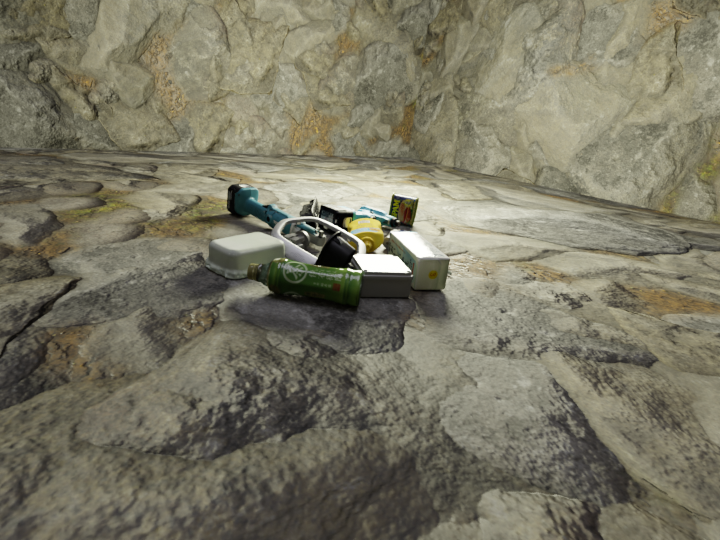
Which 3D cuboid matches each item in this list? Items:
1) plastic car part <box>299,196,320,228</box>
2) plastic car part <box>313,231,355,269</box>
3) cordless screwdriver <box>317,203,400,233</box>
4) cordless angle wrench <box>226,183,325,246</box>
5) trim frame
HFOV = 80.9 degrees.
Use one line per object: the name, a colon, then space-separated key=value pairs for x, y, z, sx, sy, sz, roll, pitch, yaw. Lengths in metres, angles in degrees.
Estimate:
plastic car part: x=-0.162 y=-0.183 z=1.347 sx=0.067 sy=0.065 sz=0.208 roll=-6 pitch=21 yaw=-4
plastic car part: x=-0.051 y=-0.014 z=0.877 sx=0.073 sy=0.116 sz=0.064 roll=38 pitch=28 yaw=13
cordless screwdriver: x=-0.002 y=-0.159 z=1.311 sx=0.168 sy=0.073 sz=0.238 roll=23 pitch=23 yaw=39
cordless angle wrench: x=-0.249 y=-0.155 z=1.231 sx=0.071 sy=0.096 sz=0.448 roll=-12 pitch=31 yaw=-43
trim frame: x=-0.100 y=-0.065 z=1.021 sx=0.259 sy=0.027 sz=0.180 roll=30 pitch=40 yaw=21
